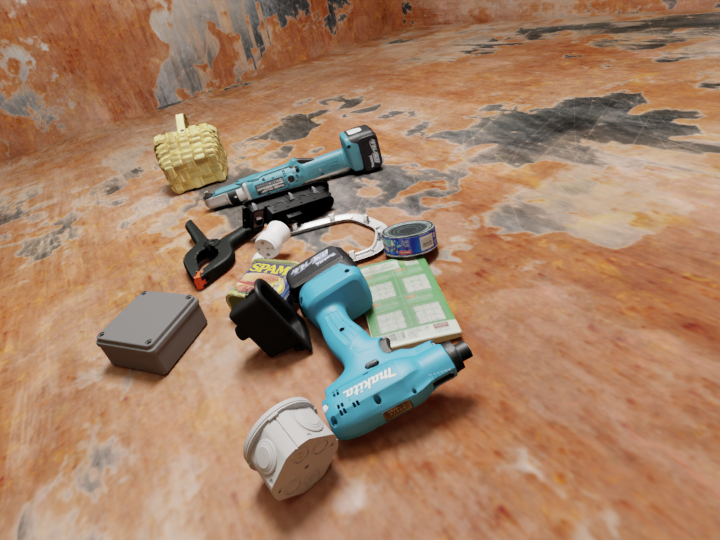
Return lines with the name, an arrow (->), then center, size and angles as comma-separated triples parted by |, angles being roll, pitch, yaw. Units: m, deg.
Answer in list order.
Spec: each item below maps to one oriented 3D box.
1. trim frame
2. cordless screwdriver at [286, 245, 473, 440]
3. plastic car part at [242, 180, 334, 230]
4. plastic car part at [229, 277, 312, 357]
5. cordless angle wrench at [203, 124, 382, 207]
trim frame -> -0.073, -0.048, 0.749 | 0.248, 0.026, 0.191 | -14, 35, -1
cordless screwdriver -> 0.006, 0.061, 0.509 | 0.159, 0.071, 0.261 | -29, 38, -1
plastic car part -> -0.131, -0.127, 0.834 | 0.197, 0.064, 0.071 | -27, 47, -33
plastic car part -> -0.124, 0.067, 0.545 | 0.071, 0.111, 0.069 | -37, 33, 6
cordless angle wrench -> -0.164, -0.225, 0.989 | 0.423, 0.094, 0.077 | -19, 33, 1
